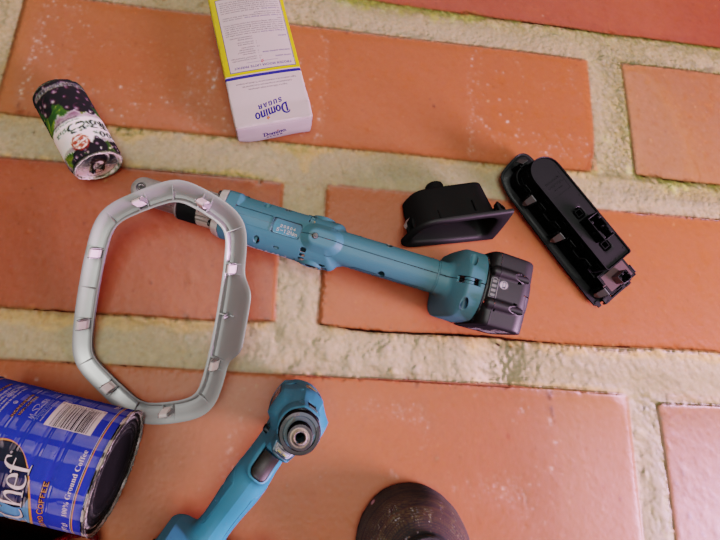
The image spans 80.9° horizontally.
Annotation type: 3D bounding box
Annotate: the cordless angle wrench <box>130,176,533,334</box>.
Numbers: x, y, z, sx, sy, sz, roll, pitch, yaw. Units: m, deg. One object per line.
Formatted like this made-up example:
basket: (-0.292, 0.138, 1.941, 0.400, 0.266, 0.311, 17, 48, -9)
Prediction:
cordless angle wrench: (-0.044, -0.029, 0.451, 0.425, 0.097, 0.075, 17, 80, 2)

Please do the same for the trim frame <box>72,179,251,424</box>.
trim frame: (-0.199, 0.032, 0.422, 0.186, 0.027, 0.248, 11, 90, 6)

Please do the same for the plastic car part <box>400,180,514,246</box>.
plastic car part: (0.101, -0.072, 0.492, 0.116, 0.064, 0.073, -4, 64, -4)

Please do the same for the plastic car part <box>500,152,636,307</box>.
plastic car part: (0.247, -0.057, 0.499, 0.066, 0.066, 0.207, -35, 80, -6)

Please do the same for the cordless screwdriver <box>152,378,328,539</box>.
cordless screwdriver: (-0.112, 0.206, 0.352, 0.074, 0.159, 0.248, 37, 78, -1)
